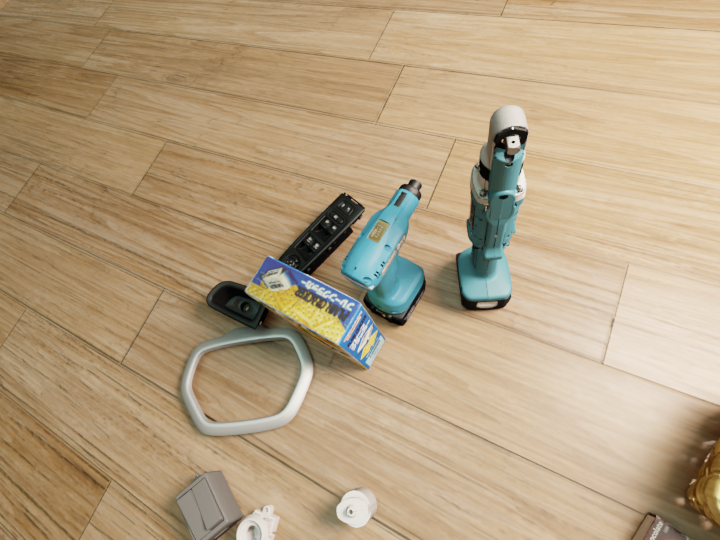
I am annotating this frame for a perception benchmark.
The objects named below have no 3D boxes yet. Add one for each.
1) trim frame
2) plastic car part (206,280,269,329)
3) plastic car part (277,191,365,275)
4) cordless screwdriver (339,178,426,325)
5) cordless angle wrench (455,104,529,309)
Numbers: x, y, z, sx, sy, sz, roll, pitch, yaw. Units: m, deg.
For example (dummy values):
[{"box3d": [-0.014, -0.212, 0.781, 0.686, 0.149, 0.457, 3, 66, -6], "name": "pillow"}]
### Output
[{"box3d": [-0.201, 0.186, 0.740, 0.252, 0.026, 0.190, -13, 64, 11], "name": "trim frame"}, {"box3d": [-0.214, 0.064, 0.774, 0.121, 0.068, 0.066, 18, 73, 22], "name": "plastic car part"}, {"box3d": [-0.077, -0.050, 0.785, 0.202, 0.064, 0.069, -44, 64, -5], "name": "plastic car part"}, {"box3d": [0.053, -0.016, 0.633, 0.077, 0.238, 0.159, 27, 77, 21], "name": "cordless screwdriver"}, {"box3d": [0.160, -0.052, 0.521, 0.076, 0.405, 0.100, -5, 67, 11], "name": "cordless angle wrench"}]
